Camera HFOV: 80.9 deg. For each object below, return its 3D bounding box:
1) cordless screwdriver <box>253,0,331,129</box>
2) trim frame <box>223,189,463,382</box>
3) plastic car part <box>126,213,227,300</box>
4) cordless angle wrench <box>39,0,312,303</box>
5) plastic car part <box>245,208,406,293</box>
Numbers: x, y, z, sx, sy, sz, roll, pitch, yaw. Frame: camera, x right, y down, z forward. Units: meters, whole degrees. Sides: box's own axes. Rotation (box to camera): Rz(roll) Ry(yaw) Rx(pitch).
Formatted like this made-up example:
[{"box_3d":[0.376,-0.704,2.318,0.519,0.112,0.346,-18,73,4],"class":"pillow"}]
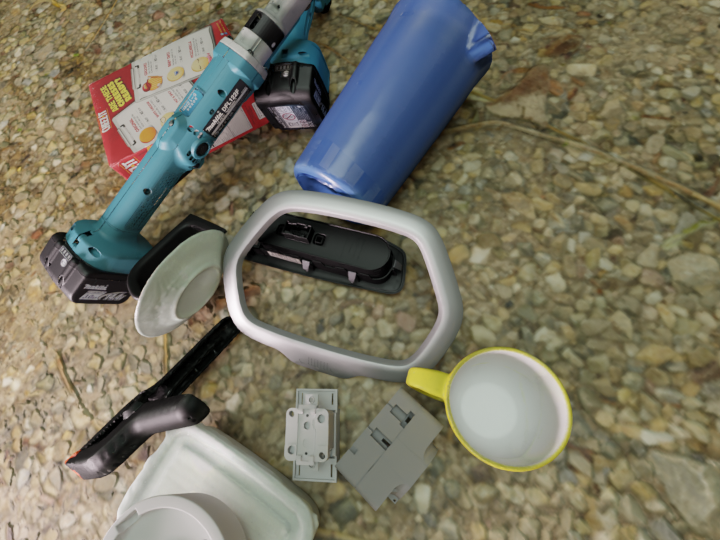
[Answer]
[{"box_3d":[-0.075,-0.311,0.566,0.076,0.155,0.250,2,84,12],"class":"cordless screwdriver"},{"box_3d":[-0.026,0.018,0.424,0.254,0.027,0.183,13,96,12],"class":"trim frame"},{"box_3d":[-0.203,0.002,0.483,0.069,0.068,0.116,21,61,30],"class":"plastic car part"},{"box_3d":[-0.192,-0.147,0.471,0.077,0.094,0.423,41,96,17],"class":"cordless angle wrench"},{"box_3d":[-0.046,-0.030,0.473,0.208,0.065,0.067,16,65,14],"class":"plastic car part"}]
